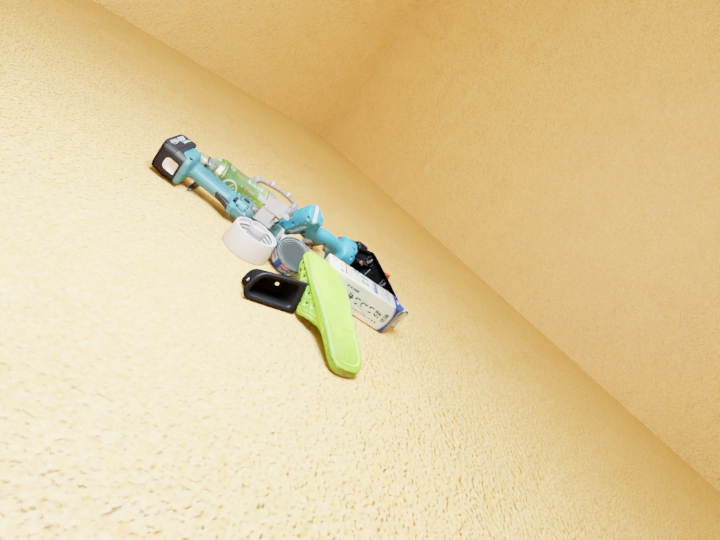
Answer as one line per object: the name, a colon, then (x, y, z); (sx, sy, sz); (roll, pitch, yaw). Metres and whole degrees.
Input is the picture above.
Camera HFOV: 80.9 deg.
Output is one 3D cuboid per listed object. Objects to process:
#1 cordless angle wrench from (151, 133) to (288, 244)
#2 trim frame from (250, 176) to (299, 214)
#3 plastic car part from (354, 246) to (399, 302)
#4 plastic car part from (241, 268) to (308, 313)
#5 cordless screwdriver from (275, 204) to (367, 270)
cordless angle wrench: (-0.278, -0.142, 0.972); (0.417, 0.075, 0.098); (40, 25, -7)
trim frame: (-0.268, -0.233, 1.315); (0.183, 0.027, 0.250); (37, 15, -5)
plastic car part: (0.039, 0.036, 1.056); (0.070, 0.067, 0.193); (11, -36, 49)
plastic car part: (-0.169, 0.026, 0.786); (0.110, 0.066, 0.075); (22, 8, -34)
cordless screwdriver: (-0.105, -0.068, 1.070); (0.235, 0.165, 0.076); (38, 52, -38)
